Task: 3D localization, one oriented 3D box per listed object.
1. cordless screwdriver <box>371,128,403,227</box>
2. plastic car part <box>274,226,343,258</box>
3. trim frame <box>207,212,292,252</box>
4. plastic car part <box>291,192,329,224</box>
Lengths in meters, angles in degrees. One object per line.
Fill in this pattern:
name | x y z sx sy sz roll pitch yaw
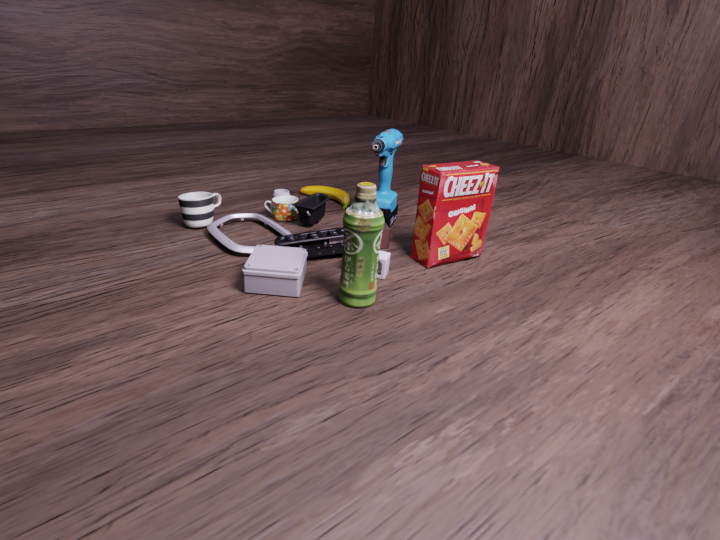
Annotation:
cordless screwdriver | 0.054 -0.229 1.085 0.077 0.243 0.157 13 26 17
plastic car part | -0.091 -0.060 0.932 0.198 0.065 0.069 -5 27 -15
trim frame | -0.261 -0.091 1.022 0.178 0.027 0.263 -18 33 -35
plastic car part | -0.124 -0.157 1.118 0.069 0.069 0.114 16 29 23
